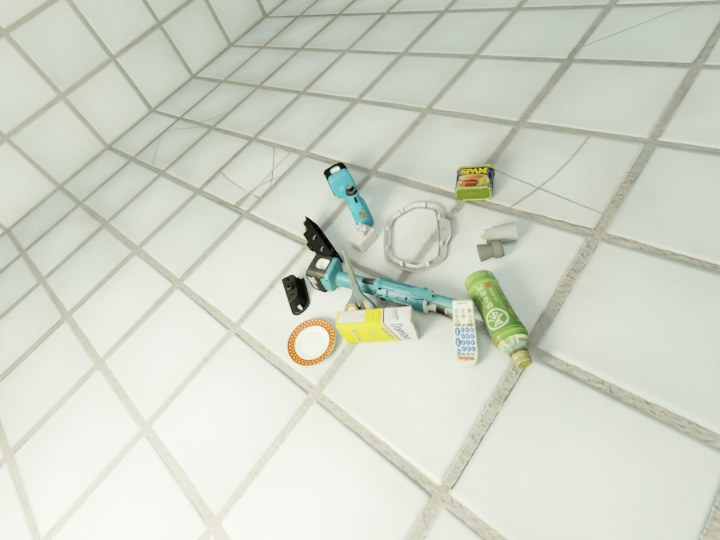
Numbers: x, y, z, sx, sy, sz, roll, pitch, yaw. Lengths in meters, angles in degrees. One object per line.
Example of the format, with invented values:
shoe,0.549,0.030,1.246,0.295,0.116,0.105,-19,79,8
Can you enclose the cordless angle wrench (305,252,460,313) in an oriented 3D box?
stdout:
cordless angle wrench,0.064,0.047,1.048,0.443,0.093,0.074,14,60,28

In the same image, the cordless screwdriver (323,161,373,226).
cordless screwdriver,-0.043,-0.247,1.280,0.074,0.151,0.261,-28,45,0

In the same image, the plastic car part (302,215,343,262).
plastic car part,-0.122,-0.080,1.245,0.067,0.062,0.214,-42,48,1

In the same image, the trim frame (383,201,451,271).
trim frame,0.152,-0.099,1.156,0.189,0.026,0.254,-8,49,18

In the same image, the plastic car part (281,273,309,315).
plastic car part,-0.184,0.057,1.159,0.066,0.067,0.122,-27,44,4
